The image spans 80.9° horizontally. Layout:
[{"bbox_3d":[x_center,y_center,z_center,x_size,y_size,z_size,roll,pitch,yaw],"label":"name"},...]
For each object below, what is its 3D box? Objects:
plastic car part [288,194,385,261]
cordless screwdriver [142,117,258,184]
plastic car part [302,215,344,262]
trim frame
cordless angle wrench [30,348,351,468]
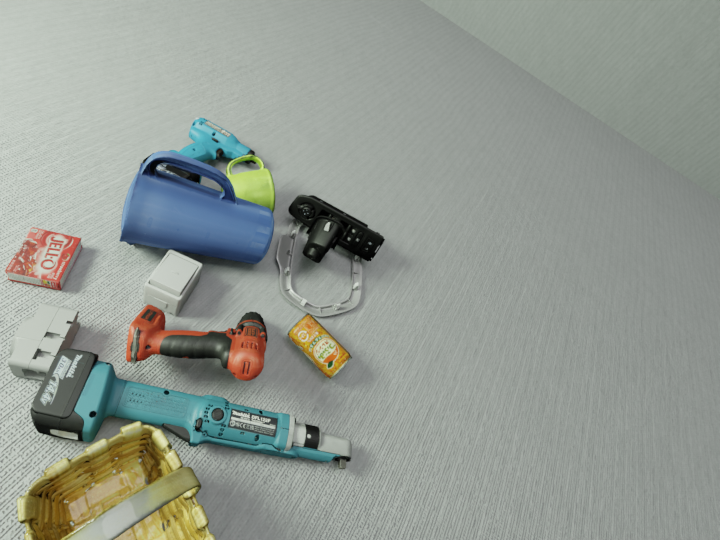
[{"bbox_3d":[-0.049,-0.102,0.877,0.201,0.066,0.068,27,37,-4],"label":"plastic car part"},{"bbox_3d":[-0.322,-0.217,0.865,0.158,0.074,0.251,27,43,-5],"label":"cordless screwdriver"},{"bbox_3d":[-0.078,-0.051,0.797,0.065,0.117,0.071,30,70,-6],"label":"plastic car part"},{"bbox_3d":[-0.080,-0.018,0.850,0.180,0.027,0.255,15,50,-13],"label":"trim frame"},{"bbox_3d":[-0.204,0.207,0.581,0.411,0.074,0.100,18,49,-15],"label":"cordless angle wrench"}]
